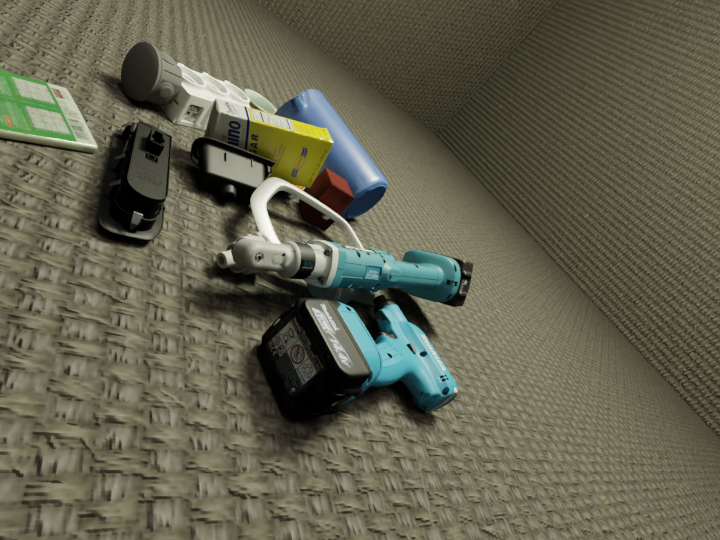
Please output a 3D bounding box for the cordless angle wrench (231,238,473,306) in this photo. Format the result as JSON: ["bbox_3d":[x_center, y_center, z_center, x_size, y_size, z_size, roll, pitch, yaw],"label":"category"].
[{"bbox_3d":[0.016,-0.001,0.550,0.103,0.074,0.401,17,7,40],"label":"cordless angle wrench"}]

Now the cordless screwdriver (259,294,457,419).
[{"bbox_3d":[0.002,0.079,0.472,0.235,0.075,0.167,18,33,-49],"label":"cordless screwdriver"}]

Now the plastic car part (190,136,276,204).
[{"bbox_3d":[-0.176,-0.125,0.575,0.110,0.067,0.073,12,53,-43],"label":"plastic car part"}]

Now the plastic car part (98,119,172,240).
[{"bbox_3d":[-0.233,-0.110,0.461,0.063,0.068,0.212,31,28,-40],"label":"plastic car part"}]

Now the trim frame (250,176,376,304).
[{"bbox_3d":[-0.058,-0.038,0.593,0.234,0.028,0.192,30,34,-43],"label":"trim frame"}]
